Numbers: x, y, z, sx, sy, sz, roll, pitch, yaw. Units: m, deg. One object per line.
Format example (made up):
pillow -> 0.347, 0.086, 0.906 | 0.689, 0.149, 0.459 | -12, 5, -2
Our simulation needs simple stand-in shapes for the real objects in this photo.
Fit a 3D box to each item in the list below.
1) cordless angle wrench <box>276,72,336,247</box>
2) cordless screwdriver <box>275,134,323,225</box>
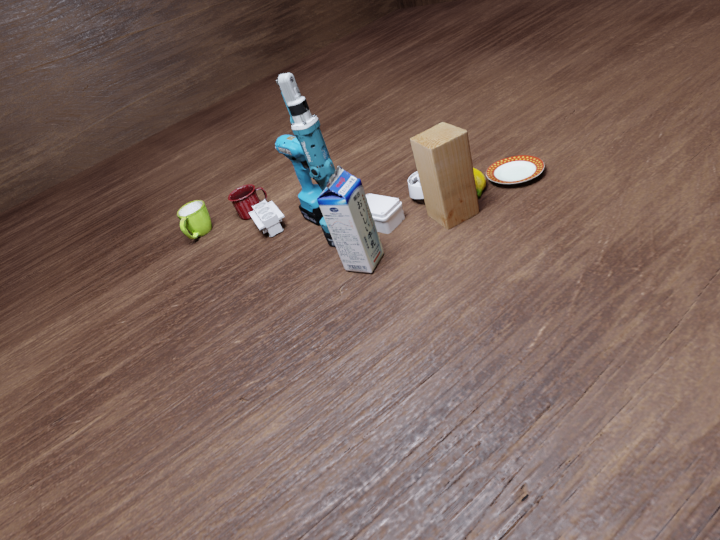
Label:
cordless angle wrench -> -0.089, -0.232, 0.947 | 0.103, 0.404, 0.074 | 11, 46, 37
cordless screwdriver -> -0.130, -0.236, 1.113 | 0.073, 0.238, 0.168 | -37, 38, -21
